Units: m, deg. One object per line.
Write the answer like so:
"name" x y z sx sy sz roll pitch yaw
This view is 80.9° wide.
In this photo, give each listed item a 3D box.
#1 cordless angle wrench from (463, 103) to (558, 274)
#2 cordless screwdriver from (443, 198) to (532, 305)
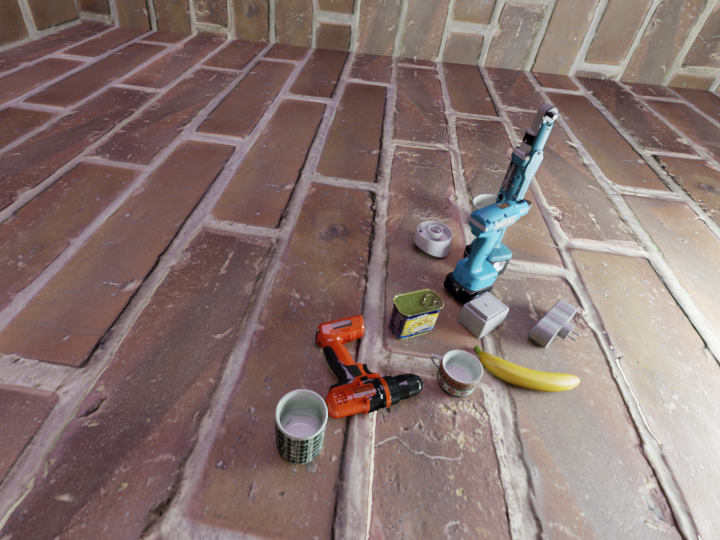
"cordless angle wrench" 0.337 -0.165 0.947 0.073 0.412 0.103 -6 43 -17
"cordless screwdriver" 0.283 -0.045 0.934 0.155 0.242 0.078 -19 48 -27
